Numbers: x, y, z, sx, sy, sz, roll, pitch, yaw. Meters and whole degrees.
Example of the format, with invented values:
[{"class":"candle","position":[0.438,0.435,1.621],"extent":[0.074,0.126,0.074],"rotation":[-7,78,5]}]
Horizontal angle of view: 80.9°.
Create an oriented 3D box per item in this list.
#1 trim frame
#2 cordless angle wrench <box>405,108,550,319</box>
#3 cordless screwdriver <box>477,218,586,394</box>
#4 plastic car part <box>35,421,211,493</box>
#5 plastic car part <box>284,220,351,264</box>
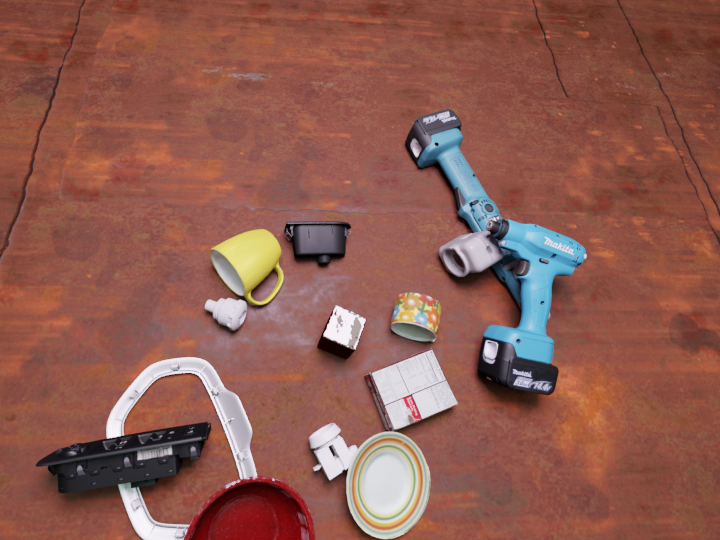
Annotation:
[{"class":"trim frame","position":[-0.245,0.243,0.586],"extent":[0.181,0.027,0.257],"rotation":[-24,68,-17]},{"class":"cordless angle wrench","position":[0.219,-0.102,0.769],"extent":[0.096,0.073,0.435],"rotation":[-20,71,-15]},{"class":"cordless screwdriver","position":[0.240,0.050,0.645],"extent":[0.156,0.076,0.249],"rotation":[18,83,-12]},{"class":"plastic car part","position":[-0.297,0.241,0.543],"extent":[0.200,0.067,0.067],"rotation":[-3,93,-9]},{"class":"plastic car part","position":[-0.071,-0.046,0.723],"extent":[0.115,0.066,0.071],"rotation":[1,82,-10]}]
